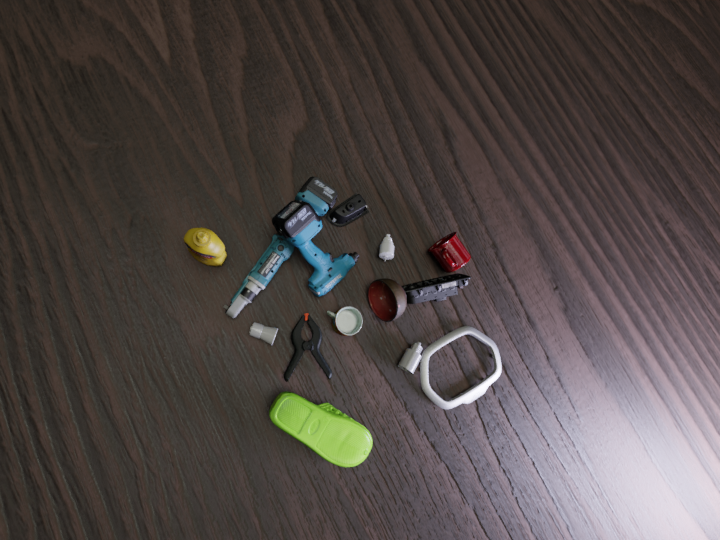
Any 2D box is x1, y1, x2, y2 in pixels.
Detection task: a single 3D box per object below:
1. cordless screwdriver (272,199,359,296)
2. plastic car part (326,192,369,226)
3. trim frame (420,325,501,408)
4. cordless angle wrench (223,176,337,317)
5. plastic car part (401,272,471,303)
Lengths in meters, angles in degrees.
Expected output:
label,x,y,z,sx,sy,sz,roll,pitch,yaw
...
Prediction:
label,x,y,z,sx,sy,sz,roll,pitch,yaw
cordless screwdriver,-0.105,-0.068,1.070,0.157,0.078,0.238,-39,121,-19
plastic car part,-0.030,-0.169,1.160,0.115,0.071,0.067,-34,87,-20
trim frame,0.267,0.259,1.130,0.244,0.027,0.187,-27,81,-18
cordless angle wrench,-0.210,-0.056,1.100,0.098,0.075,0.422,34,75,-3
plastic car part,0.197,0.052,1.155,0.199,0.069,0.066,-7,105,-14
